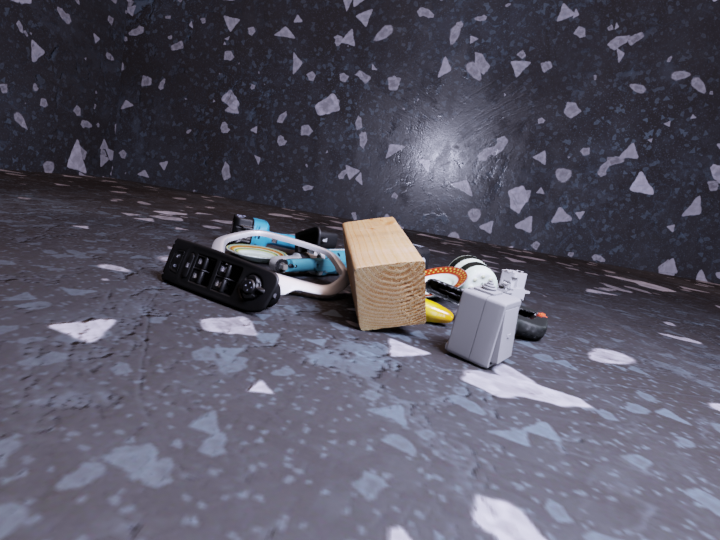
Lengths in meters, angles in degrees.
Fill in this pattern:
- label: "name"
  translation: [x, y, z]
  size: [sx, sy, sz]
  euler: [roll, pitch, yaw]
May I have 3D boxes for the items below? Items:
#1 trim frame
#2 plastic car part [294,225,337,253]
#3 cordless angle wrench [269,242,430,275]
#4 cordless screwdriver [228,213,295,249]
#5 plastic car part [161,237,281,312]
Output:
- label: "trim frame"
  translation: [-0.136, -0.016, 0.732]
  size: [0.250, 0.027, 0.186]
  euler: [17, 26, 1]
- label: "plastic car part"
  translation: [-0.091, -0.059, 0.929]
  size: [0.068, 0.066, 0.121]
  euler: [2, -8, -35]
- label: "cordless angle wrench"
  translation: [-0.014, -0.021, 0.905]
  size: [0.403, 0.073, 0.103]
  euler: [-3, 16, -42]
- label: "cordless screwdriver"
  translation: [-0.197, -0.079, 1.050]
  size: [0.244, 0.074, 0.163]
  euler: [11, 9, -12]
- label: "plastic car part"
  translation: [-0.190, 0.013, 0.594]
  size: [0.213, 0.066, 0.063]
  euler: [14, -16, 33]
